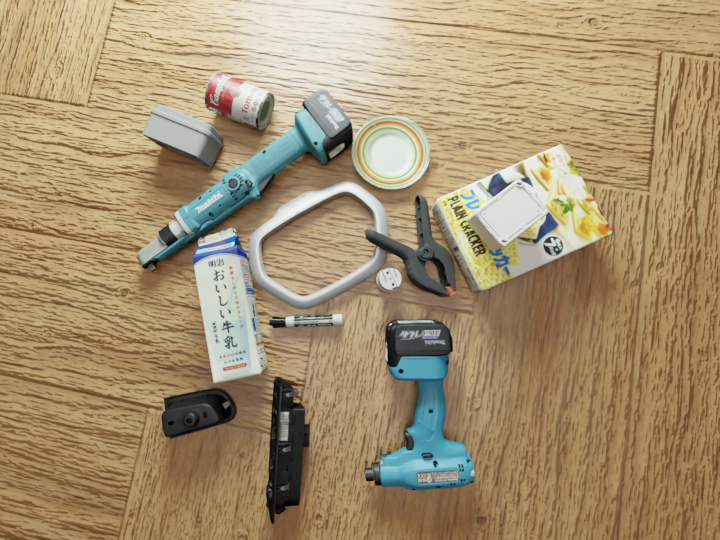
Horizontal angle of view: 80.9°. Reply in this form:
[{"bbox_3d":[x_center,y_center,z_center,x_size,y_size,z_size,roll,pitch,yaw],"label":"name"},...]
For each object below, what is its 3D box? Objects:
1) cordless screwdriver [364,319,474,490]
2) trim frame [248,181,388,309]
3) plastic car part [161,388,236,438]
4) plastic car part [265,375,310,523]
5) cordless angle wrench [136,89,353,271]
[{"bbox_3d":[0.074,0.203,0.643,0.160,0.073,0.250,-7,86,3],"label":"cordless screwdriver"},{"bbox_3d":[-0.070,-0.046,0.712,0.249,0.027,0.187,-31,82,1],"label":"trim frame"},{"bbox_3d":[-0.263,0.228,0.666,0.117,0.070,0.066,-14,85,4],"label":"plastic car part"},{"bbox_3d":[-0.115,0.274,0.657,0.065,0.068,0.204,10,81,-23],"label":"plastic car part"},{"bbox_3d":[-0.205,-0.139,0.715,0.423,0.073,0.099,-36,83,1],"label":"cordless angle wrench"}]
